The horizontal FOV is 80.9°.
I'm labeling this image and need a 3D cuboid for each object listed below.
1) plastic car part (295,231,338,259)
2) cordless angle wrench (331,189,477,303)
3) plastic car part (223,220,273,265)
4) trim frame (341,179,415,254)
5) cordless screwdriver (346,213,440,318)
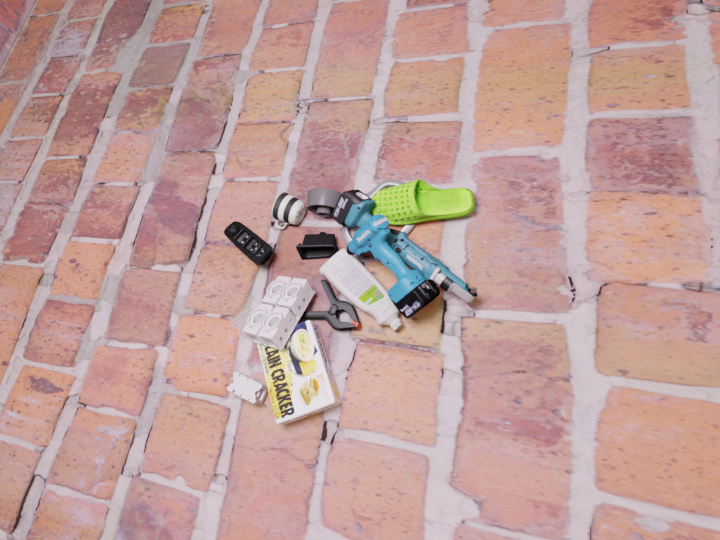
[{"bbox_3d":[-0.117,-0.077,1.201,0.119,0.063,0.073,-5,55,12],"label":"plastic car part"},{"bbox_3d":[0.108,-0.059,1.073,0.442,0.072,0.097,40,121,24],"label":"cordless angle wrench"},{"bbox_3d":[-0.330,-0.083,1.262,0.213,0.064,0.066,36,90,30],"label":"plastic car part"},{"bbox_3d":[0.058,-0.149,1.186,0.193,0.026,0.248,39,87,25],"label":"trim frame"},{"bbox_3d":[0.067,-0.002,1.043,0.072,0.161,0.254,-26,77,-40],"label":"cordless screwdriver"}]
